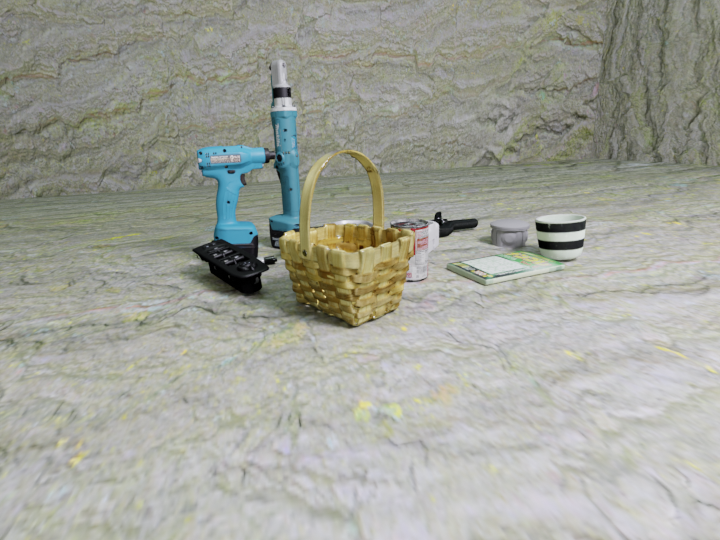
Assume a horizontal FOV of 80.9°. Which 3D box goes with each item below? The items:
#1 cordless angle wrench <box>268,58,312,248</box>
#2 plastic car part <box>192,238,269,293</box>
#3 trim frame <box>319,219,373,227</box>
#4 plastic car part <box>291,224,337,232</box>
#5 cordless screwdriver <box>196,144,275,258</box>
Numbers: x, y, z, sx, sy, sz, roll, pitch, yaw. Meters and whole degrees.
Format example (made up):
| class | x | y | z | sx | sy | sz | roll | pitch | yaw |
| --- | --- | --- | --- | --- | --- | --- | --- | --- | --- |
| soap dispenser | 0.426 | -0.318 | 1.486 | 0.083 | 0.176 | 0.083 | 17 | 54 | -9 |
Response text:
| class | x | y | z | sx | sy | sz | roll | pitch | yaw |
| --- | --- | --- | --- | --- | --- | --- | --- | --- | --- |
| cordless angle wrench | -0.171 | -0.259 | 0.976 | 0.103 | 0.416 | 0.072 | 9 | 18 | 34 |
| plastic car part | -0.237 | -0.005 | 0.773 | 0.064 | 0.066 | 0.214 | -16 | 22 | -38 |
| trim frame | -0.015 | -0.093 | 1.064 | 0.181 | 0.027 | 0.258 | -8 | 19 | -13 |
| plastic car part | -0.088 | -0.058 | 0.901 | 0.117 | 0.070 | 0.067 | -2 | 16 | 3 |
| cordless screwdriver | -0.253 | -0.141 | 0.902 | 0.155 | 0.244 | 0.077 | -7 | 16 | -16 |
